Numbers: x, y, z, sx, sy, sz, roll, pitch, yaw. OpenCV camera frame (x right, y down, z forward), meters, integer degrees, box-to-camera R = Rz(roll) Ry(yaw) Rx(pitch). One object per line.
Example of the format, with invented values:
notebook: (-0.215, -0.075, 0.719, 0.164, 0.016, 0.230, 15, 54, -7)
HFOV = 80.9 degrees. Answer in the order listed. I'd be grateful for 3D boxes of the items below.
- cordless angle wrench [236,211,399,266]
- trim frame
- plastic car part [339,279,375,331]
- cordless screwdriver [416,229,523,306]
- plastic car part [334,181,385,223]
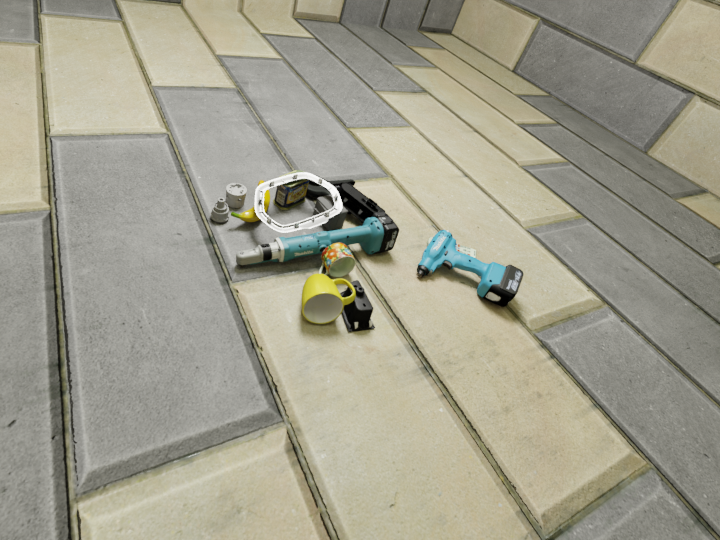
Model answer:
cordless angle wrench: (-0.104, -0.068, 1.060, 0.410, 0.096, 0.078, -12, 47, -24)
trim frame: (-0.160, -0.181, 1.103, 0.241, 0.027, 0.191, -23, 66, -32)
plastic car part: (-0.008, 0.070, 0.955, 0.064, 0.070, 0.122, -2, 49, -25)
cordless screwdriver: (0.279, 0.008, 1.108, 0.257, 0.072, 0.158, 31, 62, 16)
plastic car part: (0.004, -0.184, 1.208, 0.205, 0.067, 0.066, 35, 52, 5)
